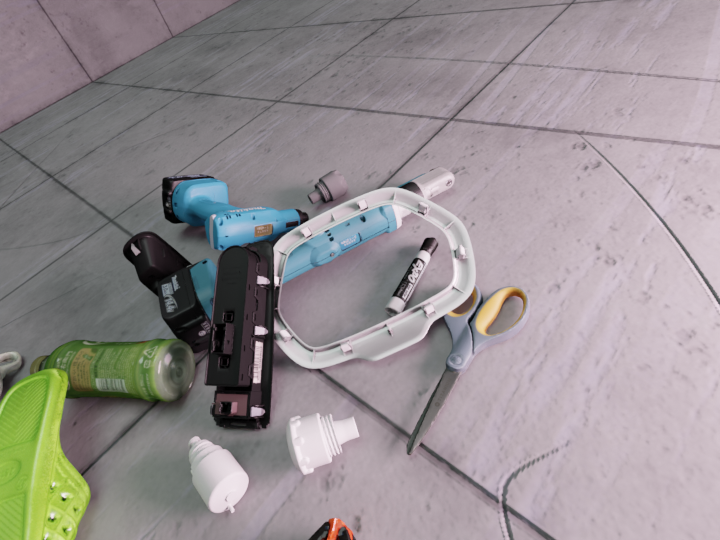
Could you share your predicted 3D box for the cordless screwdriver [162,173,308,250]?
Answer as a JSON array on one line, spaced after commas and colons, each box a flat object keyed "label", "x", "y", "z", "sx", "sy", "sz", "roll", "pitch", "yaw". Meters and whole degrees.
[{"label": "cordless screwdriver", "x": -0.211, "y": -0.099, "z": 0.682, "sx": 0.153, "sy": 0.073, "sz": 0.263, "roll": -15, "pitch": 28, "yaw": -39}]

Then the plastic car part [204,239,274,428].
[{"label": "plastic car part", "x": -0.133, "y": 0.058, "z": 0.452, "sx": 0.068, "sy": 0.063, "sz": 0.207, "roll": -9, "pitch": 66, "yaw": 25}]

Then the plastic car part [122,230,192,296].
[{"label": "plastic car part", "x": -0.290, "y": 0.003, "z": 0.608, "sx": 0.066, "sy": 0.112, "sz": 0.074, "roll": -26, "pitch": 66, "yaw": -5}]

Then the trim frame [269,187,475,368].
[{"label": "trim frame", "x": 0.002, "y": 0.004, "z": 0.471, "sx": 0.249, "sy": 0.026, "sz": 0.191, "roll": -25, "pitch": 67, "yaw": 2}]

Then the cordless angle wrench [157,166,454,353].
[{"label": "cordless angle wrench", "x": -0.055, "y": -0.036, "z": 0.566, "sx": 0.419, "sy": 0.071, "sz": 0.103, "roll": -28, "pitch": 42, "yaw": -8}]
